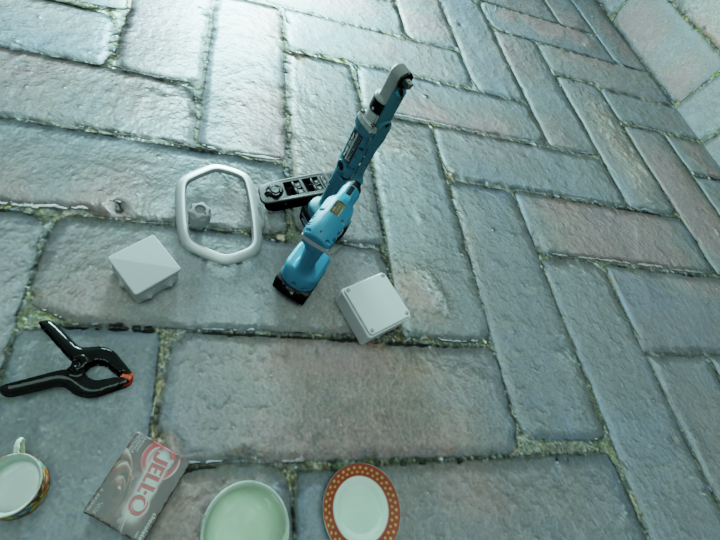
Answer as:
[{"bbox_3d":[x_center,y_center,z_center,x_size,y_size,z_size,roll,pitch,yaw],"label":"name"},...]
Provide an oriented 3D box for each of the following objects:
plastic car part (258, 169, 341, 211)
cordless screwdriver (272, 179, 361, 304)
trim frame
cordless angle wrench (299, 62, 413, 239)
[{"bbox_3d":[-0.134,-0.174,0.941,0.196,0.067,0.069,-13,66,-26],"label":"plastic car part"},{"bbox_3d":[-0.075,-0.049,0.770,0.074,0.249,0.159,33,54,-3],"label":"cordless screwdriver"},{"bbox_3d":[-0.288,-0.121,0.878,0.178,0.027,0.257,-4,60,-22],"label":"trim frame"},{"bbox_3d":[-0.014,-0.194,0.777,0.072,0.423,0.101,-19,71,-31],"label":"cordless angle wrench"}]
